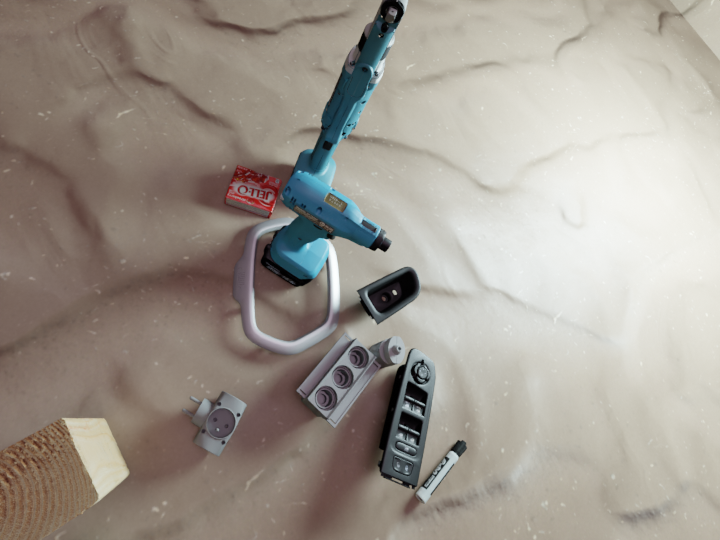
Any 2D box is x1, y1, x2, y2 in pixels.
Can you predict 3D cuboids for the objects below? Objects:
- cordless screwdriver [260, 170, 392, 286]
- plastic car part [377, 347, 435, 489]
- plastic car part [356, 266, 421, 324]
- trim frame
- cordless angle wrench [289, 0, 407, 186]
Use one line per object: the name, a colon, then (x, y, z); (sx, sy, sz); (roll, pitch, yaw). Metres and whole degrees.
cordless screwdriver: (-0.064, -0.042, 0.650); (0.158, 0.250, 0.074); (33, 63, -6)
plastic car part: (0.074, 0.229, 0.679); (0.065, 0.067, 0.205); (24, 63, -9)
plastic car part: (0.047, 0.045, 0.746); (0.114, 0.071, 0.067); (-27, 81, -25)
trim frame: (-0.126, 0.020, 0.731); (0.179, 0.027, 0.254); (3, 67, -15)
cordless angle wrench: (-0.031, -0.232, 0.642); (0.073, 0.426, 0.099); (22, 65, -13)
